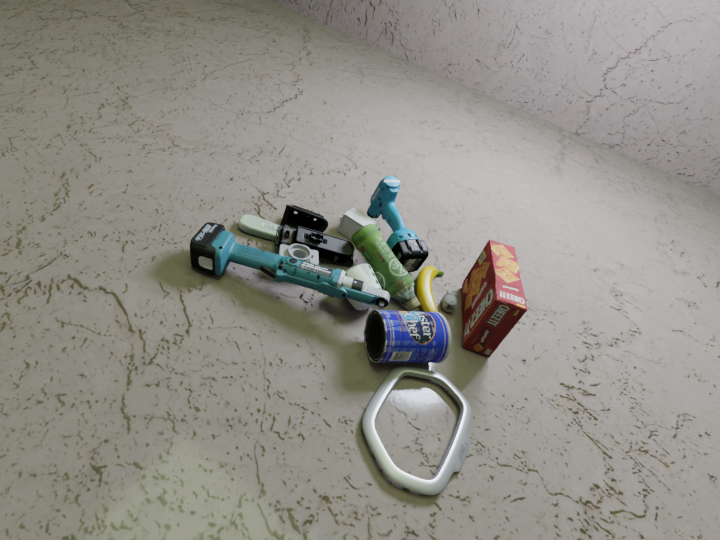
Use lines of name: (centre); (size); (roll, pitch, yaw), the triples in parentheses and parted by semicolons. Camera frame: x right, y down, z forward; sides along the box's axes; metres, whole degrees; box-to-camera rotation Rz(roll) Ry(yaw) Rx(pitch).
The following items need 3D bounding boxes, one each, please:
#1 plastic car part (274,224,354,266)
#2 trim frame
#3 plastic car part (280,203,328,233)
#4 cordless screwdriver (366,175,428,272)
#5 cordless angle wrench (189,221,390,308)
plastic car part: (-0.099, -0.064, 1.008); (0.196, 0.067, 0.068); (17, 53, -21)
trim frame: (0.107, 0.271, 0.752); (0.190, 0.027, 0.244); (30, 39, 14)
plastic car part: (-0.144, -0.135, 1.099); (0.114, 0.065, 0.073); (16, 25, -10)
cordless screwdriver: (0.081, -0.107, 1.109); (0.072, 0.159, 0.258); (-3, 60, -24)
cordless angle wrench: (-0.146, 0.001, 0.885); (0.429, 0.072, 0.099); (16, 40, 7)
